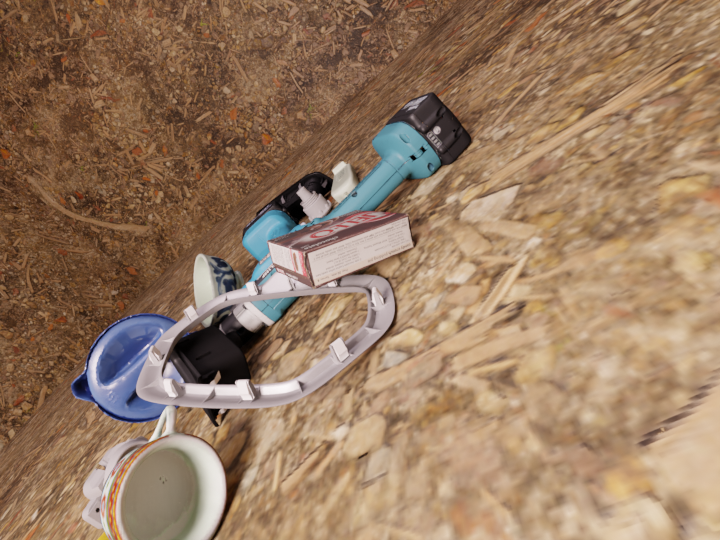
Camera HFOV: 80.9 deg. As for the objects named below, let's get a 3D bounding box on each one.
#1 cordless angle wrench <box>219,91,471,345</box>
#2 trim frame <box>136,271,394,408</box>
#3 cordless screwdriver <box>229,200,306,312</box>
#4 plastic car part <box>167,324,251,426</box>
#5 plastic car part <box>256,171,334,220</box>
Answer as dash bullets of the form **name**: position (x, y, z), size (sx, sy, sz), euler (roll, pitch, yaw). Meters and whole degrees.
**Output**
- **cordless angle wrench**: position (-0.050, -0.033, 0.514), size (0.423, 0.072, 0.101), euler (-46, 19, 1)
- **trim frame**: position (-0.090, 0.049, 0.376), size (0.258, 0.027, 0.183), euler (-9, 26, 28)
- **cordless screwdriver**: position (-0.148, -0.025, 0.674), size (0.159, 0.071, 0.258), euler (-44, 24, 0)
- **plastic car part**: position (-0.157, 0.092, 0.448), size (0.069, 0.064, 0.123), euler (-25, 33, -29)
- **plastic car part**: position (-0.138, -0.133, 0.873), size (0.207, 0.063, 0.068), euler (-30, 32, 33)
